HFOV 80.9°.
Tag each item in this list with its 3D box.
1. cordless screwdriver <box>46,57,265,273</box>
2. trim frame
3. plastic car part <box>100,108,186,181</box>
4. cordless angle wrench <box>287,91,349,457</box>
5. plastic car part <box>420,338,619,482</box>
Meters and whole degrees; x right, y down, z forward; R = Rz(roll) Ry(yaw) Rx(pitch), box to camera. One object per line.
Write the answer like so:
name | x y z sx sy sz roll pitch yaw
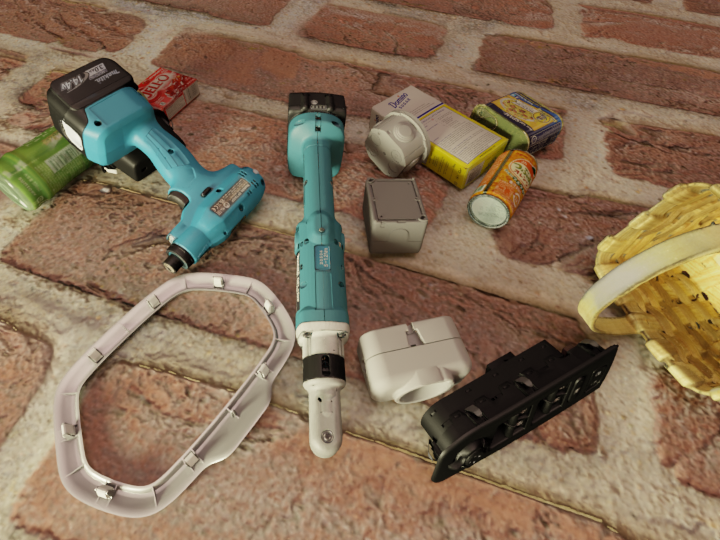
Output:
cordless screwdriver | -0.250 -0.120 0.494 0.247 0.075 0.159 37 58 -5
trim frame | -0.175 0.097 0.408 0.190 0.027 0.246 30 57 17
plastic car part | -0.288 -0.166 0.577 0.072 0.066 0.115 42 59 5
cordless angle wrench | -0.046 -0.030 0.467 0.073 0.096 0.436 0 58 -9
plastic car part | 0.136 0.114 0.383 0.199 0.064 0.071 -27 51 -19
